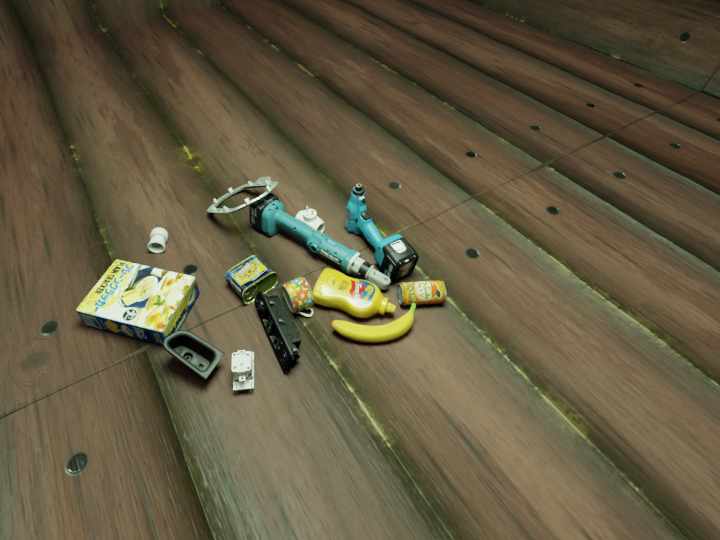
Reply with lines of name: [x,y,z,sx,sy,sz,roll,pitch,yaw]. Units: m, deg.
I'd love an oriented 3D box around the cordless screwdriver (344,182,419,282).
cordless screwdriver: [0.043,-0.100,1.079,0.073,0.155,0.261,-23,55,-23]

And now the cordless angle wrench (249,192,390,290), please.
cordless angle wrench: [-0.107,-0.070,1.098,0.439,0.095,0.073,31,50,20]

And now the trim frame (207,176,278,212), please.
trim frame: [-0.334,-0.212,1.186,0.261,0.026,0.181,9,42,49]

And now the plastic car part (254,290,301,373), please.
plastic car part: [-0.180,0.122,0.940,0.065,0.065,0.214,-16,50,-30]

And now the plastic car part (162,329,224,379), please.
plastic car part: [-0.353,0.178,0.881,0.118,0.070,0.066,31,51,4]
